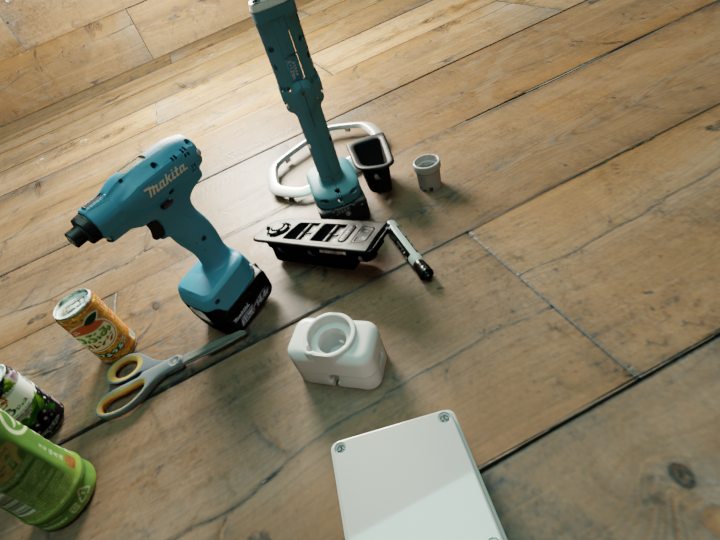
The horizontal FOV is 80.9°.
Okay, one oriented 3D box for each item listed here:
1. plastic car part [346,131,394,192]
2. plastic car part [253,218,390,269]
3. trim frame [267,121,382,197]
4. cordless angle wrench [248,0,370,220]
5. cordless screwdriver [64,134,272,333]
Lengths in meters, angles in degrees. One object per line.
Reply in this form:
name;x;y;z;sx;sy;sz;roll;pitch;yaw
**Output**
plastic car part;0.023;-0.164;0.681;0.066;0.068;0.121;-17;42;4
plastic car part;-0.058;-0.038;0.588;0.213;0.064;0.066;10;50;31
trim frame;-0.070;-0.215;0.805;0.246;0.026;0.195;-40;45;-19
cordless angle wrench;-0.077;-0.235;0.546;0.074;0.403;0.102;-20;41;0
cordless screwdriver;-0.211;-0.015;0.502;0.078;0.237;0.158;14;52;33
